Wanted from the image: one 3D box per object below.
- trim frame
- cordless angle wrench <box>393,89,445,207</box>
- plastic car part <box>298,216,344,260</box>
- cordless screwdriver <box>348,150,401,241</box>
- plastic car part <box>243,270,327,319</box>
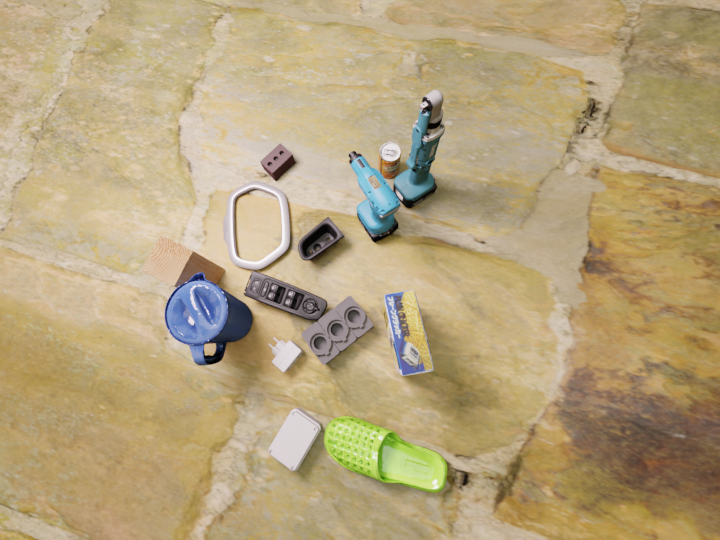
[{"bbox_3d":[-0.278,-0.123,1.120,0.185,0.027,0.253,-9,75,5],"label":"trim frame"},{"bbox_3d":[0.131,-0.249,0.900,0.098,0.414,0.076,-33,79,-5],"label":"cordless angle wrench"},{"bbox_3d":[-0.104,-0.068,1.061,0.116,0.069,0.068,-38,77,-4],"label":"plastic car part"},{"bbox_3d":[0.026,-0.166,0.980,0.074,0.243,0.163,-31,77,-4],"label":"cordless screwdriver"},{"bbox_3d":[-0.180,0.068,1.037,0.208,0.065,0.066,19,79,11],"label":"plastic car part"}]
